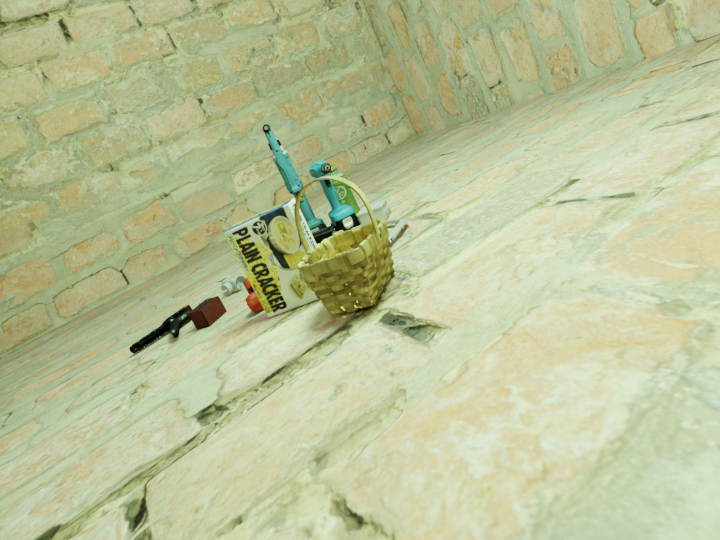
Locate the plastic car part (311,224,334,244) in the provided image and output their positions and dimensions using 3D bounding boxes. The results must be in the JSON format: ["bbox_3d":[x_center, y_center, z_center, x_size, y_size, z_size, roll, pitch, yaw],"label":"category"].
[{"bbox_3d":[-0.122,-0.080,1.244,0.118,0.069,0.067,-23,15,9],"label":"plastic car part"}]

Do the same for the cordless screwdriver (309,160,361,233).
[{"bbox_3d":[-0.079,-0.224,1.312,0.074,0.244,0.164,-27,14,-10],"label":"cordless screwdriver"}]

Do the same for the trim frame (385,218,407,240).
[{"bbox_3d":[0.027,-0.082,1.113,0.191,0.027,0.245,-14,20,33],"label":"trim frame"}]

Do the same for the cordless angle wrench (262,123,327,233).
[{"bbox_3d":[-0.219,-0.283,1.394,0.075,0.414,0.099,-25,12,3],"label":"cordless angle wrench"}]
